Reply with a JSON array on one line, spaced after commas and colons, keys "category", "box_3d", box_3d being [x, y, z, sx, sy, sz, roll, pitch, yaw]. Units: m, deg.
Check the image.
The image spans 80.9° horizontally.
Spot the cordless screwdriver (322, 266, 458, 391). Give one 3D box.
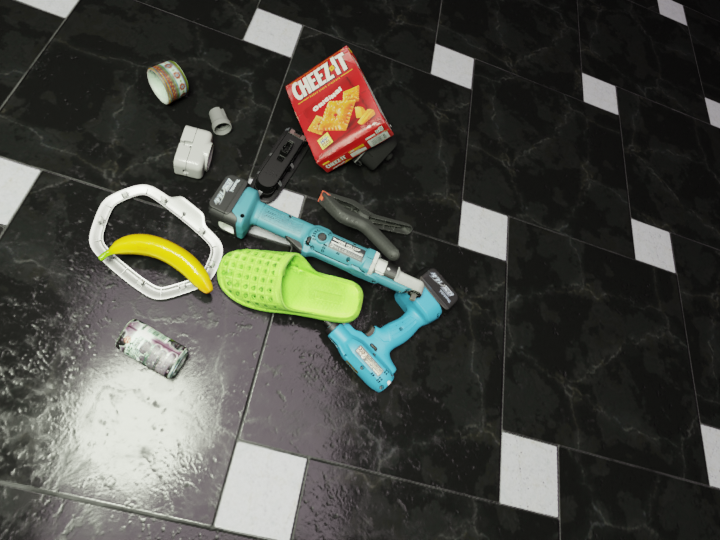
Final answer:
[{"category": "cordless screwdriver", "box_3d": [0.058, 0.087, 0.809, 0.162, 0.074, 0.246, 45, 68, 7]}]

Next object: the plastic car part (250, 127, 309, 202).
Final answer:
[{"category": "plastic car part", "box_3d": [-0.166, -0.227, 0.887, 0.065, 0.068, 0.204, 31, 66, -12]}]

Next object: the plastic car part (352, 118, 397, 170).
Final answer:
[{"category": "plastic car part", "box_3d": [0.038, -0.269, 0.939, 0.117, 0.069, 0.068, -42, 119, 8]}]

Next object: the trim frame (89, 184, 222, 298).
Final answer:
[{"category": "trim frame", "box_3d": [-0.373, -0.058, 0.778, 0.251, 0.027, 0.183, 37, 63, 4]}]

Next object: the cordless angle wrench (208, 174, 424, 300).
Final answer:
[{"category": "cordless angle wrench", "box_3d": [-0.078, -0.051, 0.796, 0.426, 0.073, 0.098, 24, 64, 4]}]
